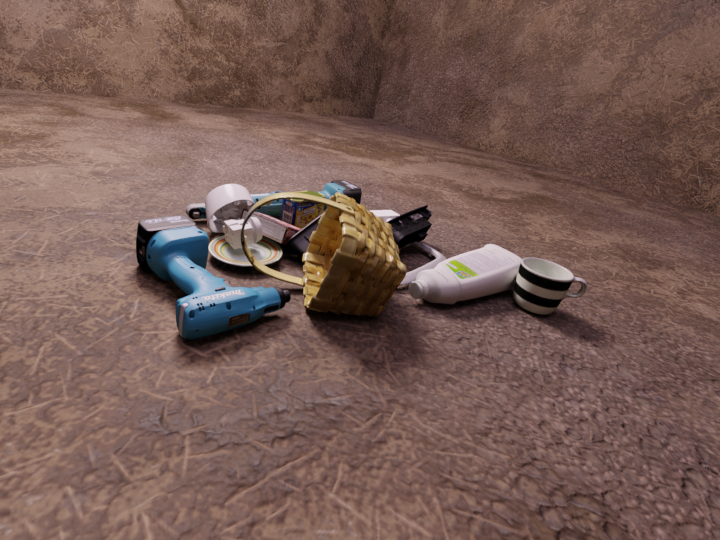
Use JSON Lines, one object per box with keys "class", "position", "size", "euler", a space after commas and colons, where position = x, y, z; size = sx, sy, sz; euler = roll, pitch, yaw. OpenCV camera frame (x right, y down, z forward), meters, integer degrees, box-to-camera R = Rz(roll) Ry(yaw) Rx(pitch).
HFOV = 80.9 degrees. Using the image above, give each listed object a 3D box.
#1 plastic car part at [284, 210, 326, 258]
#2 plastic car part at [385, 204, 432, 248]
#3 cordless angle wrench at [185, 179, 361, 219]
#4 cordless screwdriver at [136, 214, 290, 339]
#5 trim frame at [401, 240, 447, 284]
{"class": "plastic car part", "position": [-0.077, -0.051, 0.792], "size": [0.074, 0.064, 0.115], "euler": [36, 60, 20]}
{"class": "plastic car part", "position": [0.097, -0.083, 0.892], "size": [0.069, 0.066, 0.195], "euler": [50, 38, 17]}
{"class": "cordless angle wrench", "position": [-0.189, -0.154, 0.975], "size": [0.407, 0.073, 0.104], "euler": [-11, 32, -33]}
{"class": "cordless screwdriver", "position": [-0.228, 0.000, 0.629], "size": [0.153, 0.073, 0.263], "euler": [-11, 36, -40]}
{"class": "trim frame", "position": [0.068, -0.024, 0.839], "size": [0.194, 0.027, 0.239], "euler": [25, 27, 31]}
